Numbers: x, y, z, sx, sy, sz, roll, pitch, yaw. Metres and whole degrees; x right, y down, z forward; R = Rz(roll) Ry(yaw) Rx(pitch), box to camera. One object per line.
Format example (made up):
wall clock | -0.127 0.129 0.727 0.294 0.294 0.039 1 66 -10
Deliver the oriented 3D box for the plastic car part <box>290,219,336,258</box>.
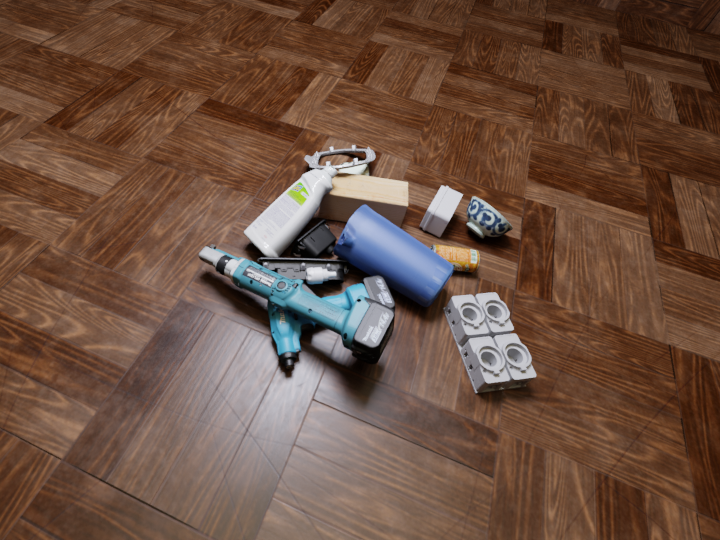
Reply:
plastic car part | -0.096 -0.063 0.977 0.072 0.066 0.114 46 55 6

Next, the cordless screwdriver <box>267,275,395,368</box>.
cordless screwdriver | -0.055 0.100 0.842 0.246 0.072 0.166 -9 54 -9

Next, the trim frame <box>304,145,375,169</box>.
trim frame | -0.054 -0.301 1.117 0.186 0.027 0.254 -6 27 4

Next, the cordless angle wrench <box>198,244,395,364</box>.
cordless angle wrench | -0.145 0.042 0.812 0.439 0.071 0.098 22 58 20

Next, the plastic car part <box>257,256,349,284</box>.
plastic car part | -0.119 0.003 0.916 0.200 0.065 0.069 -3 63 -9
